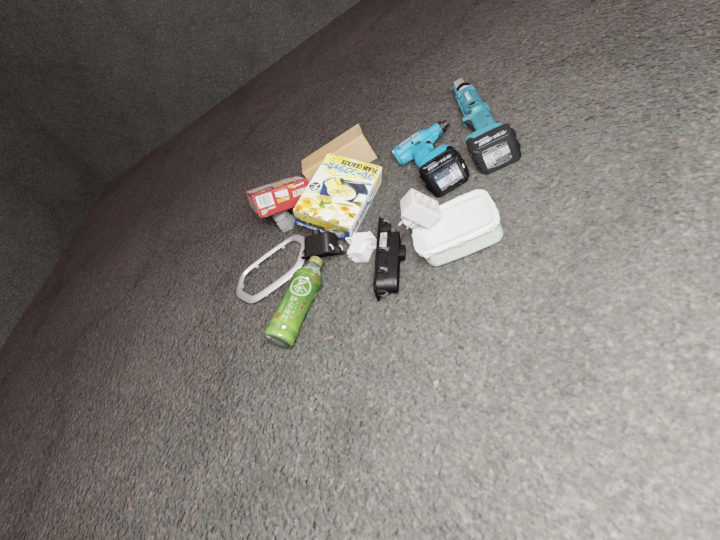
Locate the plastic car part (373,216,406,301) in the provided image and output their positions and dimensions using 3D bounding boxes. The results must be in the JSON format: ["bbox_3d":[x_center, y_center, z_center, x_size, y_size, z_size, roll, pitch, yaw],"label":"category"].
[{"bbox_3d":[0.060,-0.022,0.888,0.068,0.064,0.206,4,50,11],"label":"plastic car part"}]

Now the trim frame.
[{"bbox_3d":[-0.240,-0.006,1.149,0.250,0.026,0.193,-37,39,8],"label":"trim frame"}]

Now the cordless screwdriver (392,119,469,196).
[{"bbox_3d":[0.184,-0.285,1.025,0.160,0.071,0.260,-34,35,8],"label":"cordless screwdriver"}]

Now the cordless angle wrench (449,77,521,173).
[{"bbox_3d":[0.284,-0.389,1.044,0.100,0.070,0.436,-24,39,20],"label":"cordless angle wrench"}]

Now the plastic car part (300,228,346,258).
[{"bbox_3d":[-0.102,-0.067,1.040,0.122,0.063,0.071,-4,85,39],"label":"plastic car part"}]
